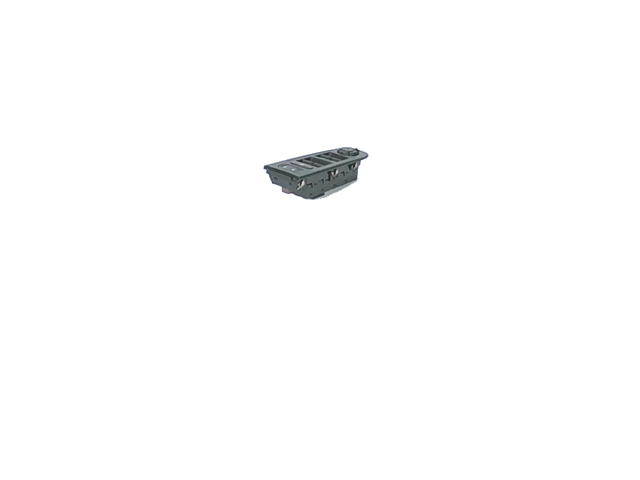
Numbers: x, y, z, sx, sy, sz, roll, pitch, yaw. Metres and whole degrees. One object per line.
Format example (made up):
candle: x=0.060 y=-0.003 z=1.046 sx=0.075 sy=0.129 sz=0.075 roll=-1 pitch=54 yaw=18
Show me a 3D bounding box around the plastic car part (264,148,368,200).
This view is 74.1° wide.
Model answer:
plastic car part: x=0.006 y=-0.102 z=0.648 sx=0.067 sy=0.067 sz=0.201 roll=15 pitch=30 yaw=34
